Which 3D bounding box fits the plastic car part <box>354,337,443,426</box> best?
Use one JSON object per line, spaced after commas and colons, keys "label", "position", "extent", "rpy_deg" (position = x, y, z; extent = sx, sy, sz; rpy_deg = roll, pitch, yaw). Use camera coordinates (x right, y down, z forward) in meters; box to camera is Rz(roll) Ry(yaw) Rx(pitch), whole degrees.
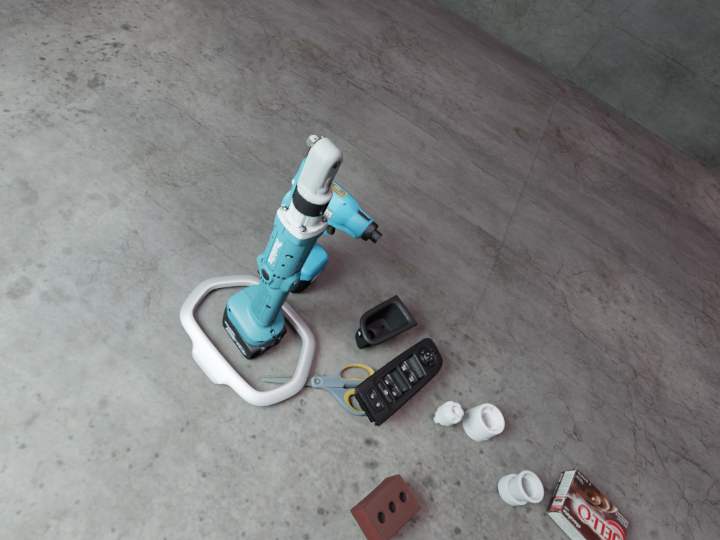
{"label": "plastic car part", "position": [0.066, 0.186, 0.720], "extent": [0.197, 0.067, 0.068], "rpy_deg": [-28, 71, -35]}

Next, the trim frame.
{"label": "trim frame", "position": [-0.186, 0.106, 0.705], "extent": [0.255, 0.027, 0.180], "rpy_deg": [44, 51, 13]}

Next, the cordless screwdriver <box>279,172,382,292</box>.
{"label": "cordless screwdriver", "position": [-0.070, -0.046, 0.721], "extent": [0.162, 0.248, 0.073], "rpy_deg": [42, 50, 7]}

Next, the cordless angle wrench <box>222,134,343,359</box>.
{"label": "cordless angle wrench", "position": [-0.107, -0.006, 0.563], "extent": [0.072, 0.422, 0.101], "rpy_deg": [-29, 74, -38]}

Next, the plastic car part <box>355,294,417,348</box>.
{"label": "plastic car part", "position": [0.032, 0.104, 0.765], "extent": [0.113, 0.071, 0.068], "rpy_deg": [-23, 68, -34]}
